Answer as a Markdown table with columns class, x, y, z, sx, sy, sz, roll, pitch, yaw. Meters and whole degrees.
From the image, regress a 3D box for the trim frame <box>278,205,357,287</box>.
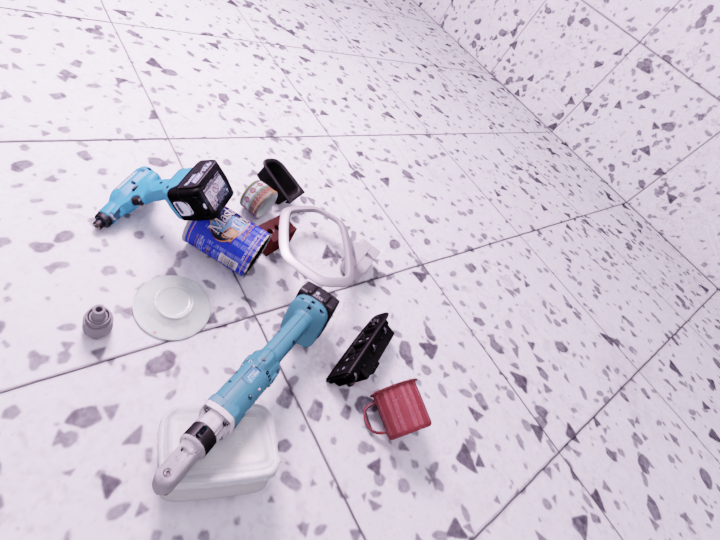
| class | x | y | z | sx | sy | sz | roll | pitch | yaw |
| --- | --- | --- | --- | --- | --- | --- | --- | --- | --- |
| trim frame | -0.088 | -0.057 | 0.896 | 0.178 | 0.027 | 0.258 | 14 | 38 | -20 |

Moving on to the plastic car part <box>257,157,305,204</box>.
| class | x | y | z | sx | sy | sz | roll | pitch | yaw |
| --- | --- | --- | --- | --- | --- | --- | --- | --- | --- |
| plastic car part | -0.202 | -0.206 | 1.014 | 0.115 | 0.072 | 0.065 | 51 | 42 | -6 |

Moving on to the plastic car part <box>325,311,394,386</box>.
| class | x | y | z | sx | sy | sz | roll | pitch | yaw |
| --- | --- | --- | --- | --- | --- | --- | --- | --- | --- |
| plastic car part | 0.015 | 0.155 | 0.825 | 0.066 | 0.067 | 0.202 | 43 | 43 | -7 |

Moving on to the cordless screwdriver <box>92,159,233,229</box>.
| class | x | y | z | sx | sy | sz | roll | pitch | yaw |
| --- | --- | --- | --- | --- | --- | --- | --- | --- | --- |
| cordless screwdriver | -0.366 | -0.130 | 0.770 | 0.260 | 0.071 | 0.160 | 5 | 49 | 28 |

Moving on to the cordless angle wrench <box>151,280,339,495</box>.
| class | x | y | z | sx | sy | sz | roll | pitch | yaw |
| --- | --- | --- | --- | --- | --- | --- | --- | --- | --- |
| cordless angle wrench | -0.155 | 0.154 | 0.649 | 0.076 | 0.097 | 0.418 | 31 | 33 | 6 |
